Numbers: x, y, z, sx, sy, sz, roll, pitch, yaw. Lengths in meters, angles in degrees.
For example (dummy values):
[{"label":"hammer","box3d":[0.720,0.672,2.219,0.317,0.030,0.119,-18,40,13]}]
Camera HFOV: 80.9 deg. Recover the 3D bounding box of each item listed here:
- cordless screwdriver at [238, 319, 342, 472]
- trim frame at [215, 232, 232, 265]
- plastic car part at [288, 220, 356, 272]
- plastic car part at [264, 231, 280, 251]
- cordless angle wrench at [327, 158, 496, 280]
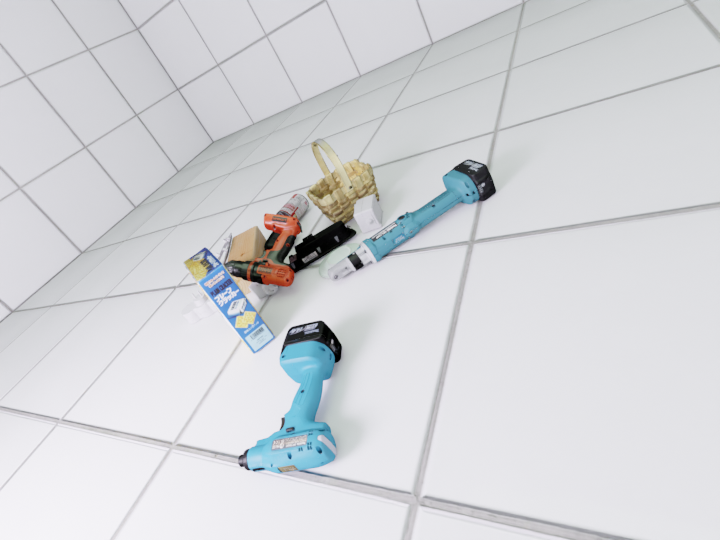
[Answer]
[{"label":"cordless screwdriver","box3d":[-0.113,0.209,0.710,0.163,0.071,0.255,-20,36,19]},{"label":"trim frame","box3d":[-0.435,-0.015,1.285,0.184,0.026,0.258,-59,25,22]},{"label":"plastic car part","box3d":[-0.109,-0.072,1.118,0.203,0.065,0.068,-27,18,3]},{"label":"plastic car part","box3d":[-0.227,-0.090,1.254,0.073,0.063,0.117,0,43,21]},{"label":"cordless angle wrench","box3d":[0.105,-0.102,0.964,0.423,0.071,0.102,-34,30,-1]}]
